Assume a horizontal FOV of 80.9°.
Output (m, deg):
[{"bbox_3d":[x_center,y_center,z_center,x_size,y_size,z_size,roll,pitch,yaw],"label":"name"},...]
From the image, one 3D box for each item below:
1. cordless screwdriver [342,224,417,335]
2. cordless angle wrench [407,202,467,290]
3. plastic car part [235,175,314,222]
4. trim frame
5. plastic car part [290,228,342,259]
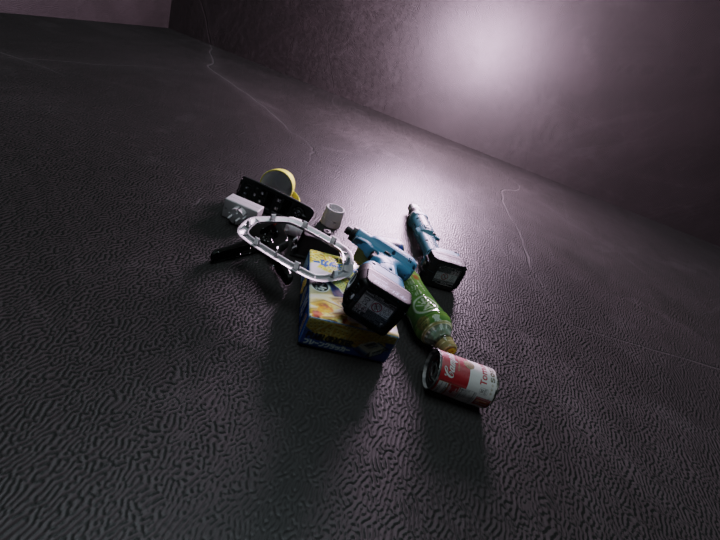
[{"bbox_3d":[0.020,-0.002,0.757,0.159,0.074,0.249,33,24,-3],"label":"cordless screwdriver"},{"bbox_3d":[0.180,-0.097,1.165,0.096,0.073,0.436,14,28,-13],"label":"cordless angle wrench"},{"bbox_3d":[-0.211,-0.167,1.063,0.208,0.066,0.065,25,4,11],"label":"plastic car part"},{"bbox_3d":[-0.123,-0.051,0.825,0.258,0.027,0.179,31,34,20],"label":"trim frame"},{"bbox_3d":[-0.092,-0.060,0.940,0.115,0.070,0.068,13,32,-8],"label":"plastic car part"}]
